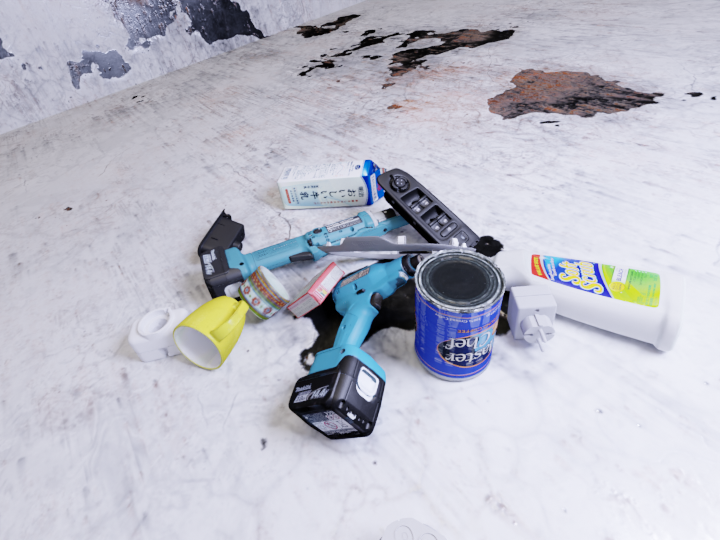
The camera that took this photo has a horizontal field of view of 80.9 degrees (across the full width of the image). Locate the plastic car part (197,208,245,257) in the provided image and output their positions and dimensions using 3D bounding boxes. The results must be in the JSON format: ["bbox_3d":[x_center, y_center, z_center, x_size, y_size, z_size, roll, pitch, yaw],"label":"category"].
[{"bbox_3d":[-0.272,-0.060,0.858,0.072,0.064,0.118,11,48,6],"label":"plastic car part"}]

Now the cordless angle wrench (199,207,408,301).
[{"bbox_3d":[-0.076,-0.050,0.780,0.418,0.071,0.103,-20,41,-10],"label":"cordless angle wrench"}]

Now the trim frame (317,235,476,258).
[{"bbox_3d":[0.051,-0.034,0.656,0.261,0.027,0.175,3,-1,36],"label":"trim frame"}]

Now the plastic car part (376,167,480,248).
[{"bbox_3d":[0.110,-0.102,0.750,0.066,0.066,0.208,-39,77,-13],"label":"plastic car part"}]

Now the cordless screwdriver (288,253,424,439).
[{"bbox_3d":[0.007,0.082,0.554,0.163,0.072,0.252,-30,28,36],"label":"cordless screwdriver"}]
